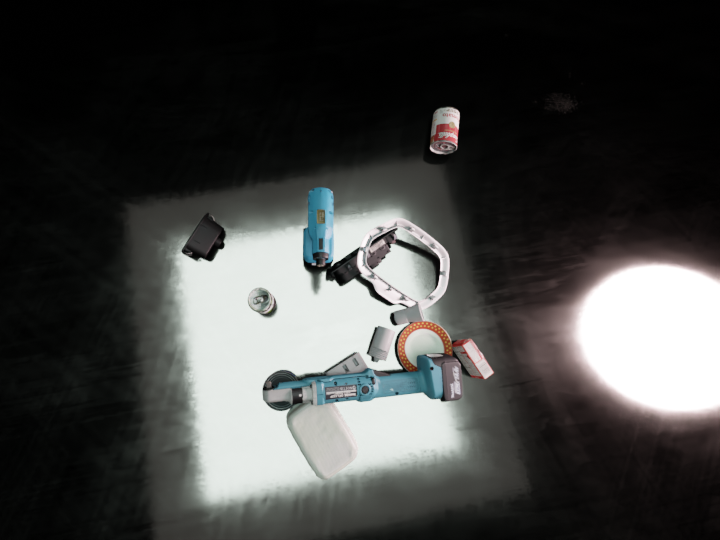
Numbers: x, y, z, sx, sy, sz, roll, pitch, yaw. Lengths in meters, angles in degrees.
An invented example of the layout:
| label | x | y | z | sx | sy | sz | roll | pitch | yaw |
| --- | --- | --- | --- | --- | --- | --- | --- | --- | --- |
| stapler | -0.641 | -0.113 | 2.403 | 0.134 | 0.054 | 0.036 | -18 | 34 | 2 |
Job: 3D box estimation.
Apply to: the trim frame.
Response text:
| label | x | y | z | sx | sy | sz | roll | pitch | yaw |
| --- | --- | --- | --- | --- | --- | --- | --- | --- | --- |
| trim frame | 0.107 | -0.012 | 1.003 | 0.241 | 0.028 | 0.184 | 36 | 87 | -15 |

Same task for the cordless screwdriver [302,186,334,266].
| label | x | y | z | sx | sy | sz | roll | pitch | yaw |
| --- | --- | --- | --- | --- | --- | --- | --- | --- | --- |
| cordless screwdriver | -0.091 | -0.060 | 0.930 | 0.074 | 0.246 | 0.162 | 1 | 74 | -7 |

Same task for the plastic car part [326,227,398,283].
| label | x | y | z | sx | sy | sz | roll | pitch | yaw |
| --- | --- | --- | --- | --- | --- | --- | --- | --- | --- |
| plastic car part | 0.007 | -0.032 | 1.028 | 0.201 | 0.069 | 0.065 | -30 | 108 | -10 |

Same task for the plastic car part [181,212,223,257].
| label | x | y | z | sx | sy | sz | roll | pitch | yaw |
| --- | --- | --- | --- | --- | --- | --- | --- | --- | --- |
| plastic car part | -0.375 | -0.077 | 1.029 | 0.069 | 0.067 | 0.116 | 34 | 74 | -12 |

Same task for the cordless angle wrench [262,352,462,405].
| label | x | y | z | sx | sy | sz | roll | pitch | yaw |
| --- | --- | --- | --- | --- | --- | --- | --- | --- | --- |
| cordless angle wrench | 0.004 | 0.245 | 0.901 | 0.416 | 0.075 | 0.098 | -3 | 88 | -10 |
